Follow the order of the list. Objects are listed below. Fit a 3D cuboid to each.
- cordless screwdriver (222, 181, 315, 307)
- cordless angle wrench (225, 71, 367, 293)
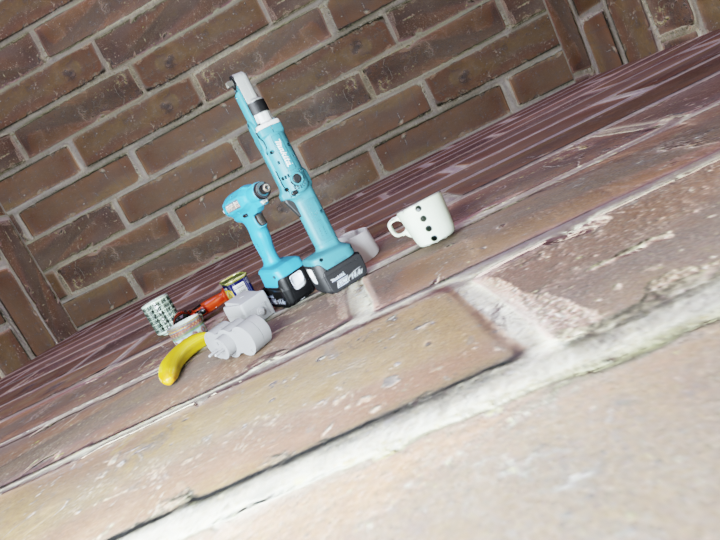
[{"bbox_3d":[-0.172,-0.051,0.822,0.073,0.245,0.165,-32,11,-36],"label":"cordless screwdriver"},{"bbox_3d":[-0.123,-0.160,0.767,0.096,0.417,0.076,-29,8,-19],"label":"cordless angle wrench"}]
